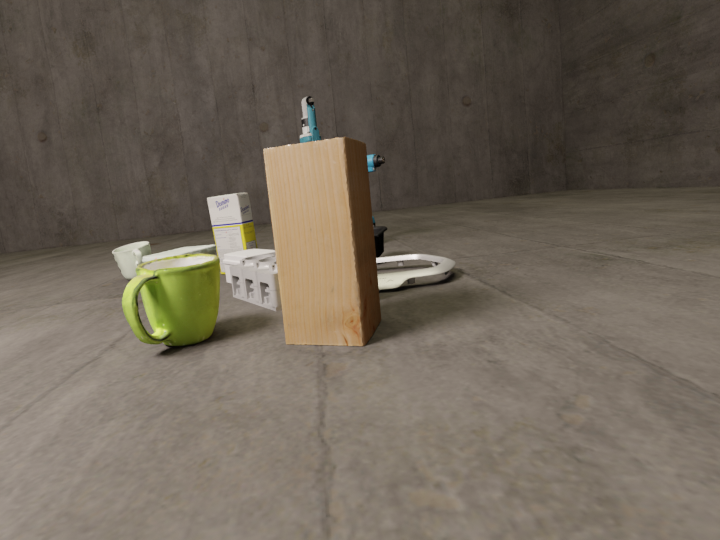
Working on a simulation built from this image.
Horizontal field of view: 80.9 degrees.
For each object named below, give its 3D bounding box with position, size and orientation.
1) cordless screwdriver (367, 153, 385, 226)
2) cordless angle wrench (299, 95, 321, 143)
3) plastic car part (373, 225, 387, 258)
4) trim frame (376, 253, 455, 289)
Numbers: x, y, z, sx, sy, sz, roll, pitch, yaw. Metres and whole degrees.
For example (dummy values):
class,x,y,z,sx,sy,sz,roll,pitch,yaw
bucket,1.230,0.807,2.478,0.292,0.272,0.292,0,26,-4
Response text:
class,x,y,z,sx,sy,sz,roll,pitch,yaw
cordless screwdriver,0.000,-0.188,1.140,0.166,0.246,0.072,-1,9,33
cordless angle wrench,-0.129,-0.271,1.191,0.071,0.419,0.103,-11,9,-39
plastic car part,0.024,-0.052,0.886,0.068,0.070,0.114,-3,10,21
trim frame,0.032,0.002,0.713,0.252,0.027,0.184,-5,11,7
